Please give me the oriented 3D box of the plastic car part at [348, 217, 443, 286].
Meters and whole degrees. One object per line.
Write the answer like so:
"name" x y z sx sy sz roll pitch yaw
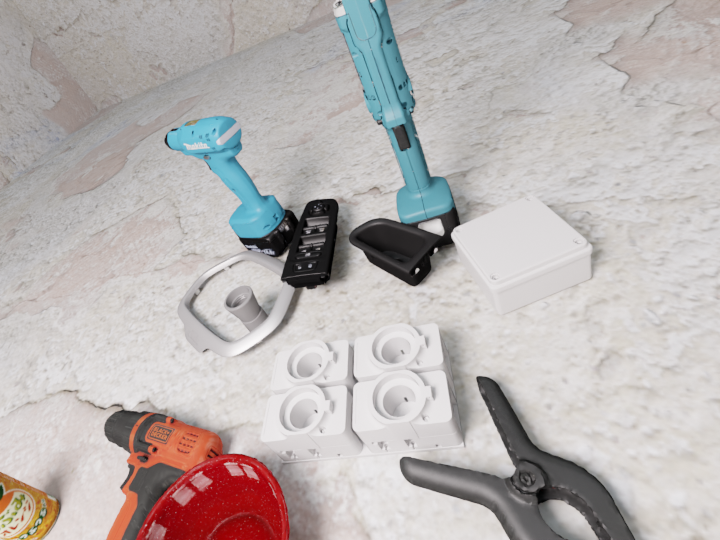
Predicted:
"plastic car part" 0.046 -0.019 0.550 0.065 0.067 0.123 -44 41 -19

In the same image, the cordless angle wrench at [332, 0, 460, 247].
"cordless angle wrench" 0.033 -0.199 0.485 0.076 0.402 0.101 -15 39 15

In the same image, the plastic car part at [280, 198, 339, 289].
"plastic car part" -0.063 -0.041 0.642 0.068 0.064 0.208 -15 41 16

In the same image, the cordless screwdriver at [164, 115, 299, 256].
"cordless screwdriver" -0.212 -0.135 0.696 0.167 0.237 0.074 8 50 37

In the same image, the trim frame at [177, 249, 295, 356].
"trim frame" -0.199 0.045 0.662 0.263 0.026 0.183 22 61 44
